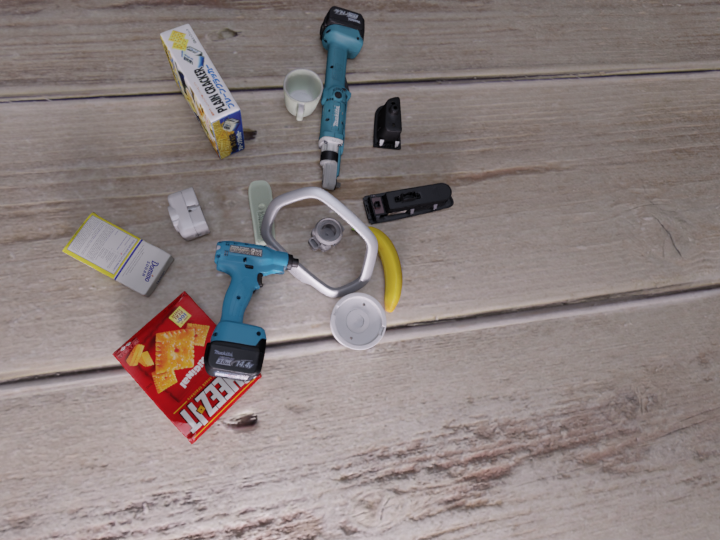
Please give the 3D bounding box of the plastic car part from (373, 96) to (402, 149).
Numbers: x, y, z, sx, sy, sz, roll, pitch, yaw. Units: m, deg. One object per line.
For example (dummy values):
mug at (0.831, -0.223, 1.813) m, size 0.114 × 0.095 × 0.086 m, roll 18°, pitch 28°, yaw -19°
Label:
plastic car part at (0.068, -0.342, 0.957) m, size 0.065 × 0.071 × 0.118 m, roll 4°, pitch 79°, yaw -10°

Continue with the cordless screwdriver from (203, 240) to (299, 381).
cordless screwdriver at (-0.193, 0.066, 0.762) m, size 0.155 × 0.074 × 0.255 m, roll 7°, pitch 62°, yaw -15°

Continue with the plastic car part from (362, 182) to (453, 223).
plastic car part at (0.112, -0.157, 0.921) m, size 0.199 × 0.066 × 0.068 m, roll -10°, pitch 72°, yaw -13°

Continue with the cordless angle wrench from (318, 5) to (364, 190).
cordless angle wrench at (-0.057, -0.383, 0.953) m, size 0.095 × 0.076 × 0.427 m, roll 8°, pitch 77°, yaw -18°

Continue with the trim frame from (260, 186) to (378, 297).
trim frame at (-0.081, -0.053, 0.830) m, size 0.245 × 0.028 × 0.185 m, roll 41°, pitch 109°, yaw -7°
